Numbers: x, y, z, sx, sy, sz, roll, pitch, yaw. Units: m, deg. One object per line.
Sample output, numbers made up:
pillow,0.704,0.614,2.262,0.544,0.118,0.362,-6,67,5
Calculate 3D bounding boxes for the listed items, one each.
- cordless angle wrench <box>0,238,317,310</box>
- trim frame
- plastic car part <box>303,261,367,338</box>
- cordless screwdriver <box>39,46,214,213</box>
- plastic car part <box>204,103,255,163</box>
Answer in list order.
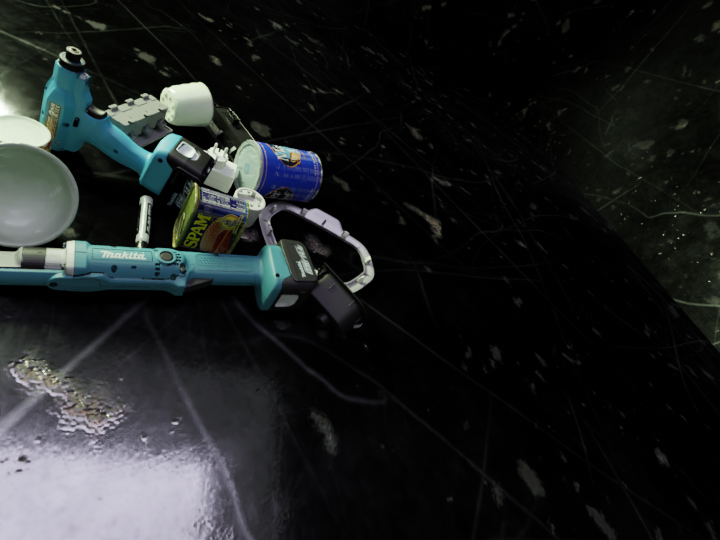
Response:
cordless angle wrench,-0.258,0.000,0.554,0.403,0.074,0.102,3,48,-34
trim frame,-0.078,-0.051,0.794,0.244,0.027,0.188,26,36,-11
plastic car part,-0.049,0.058,0.674,0.069,0.066,0.119,-34,78,-37
cordless screwdriver,-0.342,-0.202,0.632,0.242,0.160,0.076,28,37,-16
plastic car part,-0.264,-0.282,0.874,0.063,0.067,0.210,-7,56,-54
